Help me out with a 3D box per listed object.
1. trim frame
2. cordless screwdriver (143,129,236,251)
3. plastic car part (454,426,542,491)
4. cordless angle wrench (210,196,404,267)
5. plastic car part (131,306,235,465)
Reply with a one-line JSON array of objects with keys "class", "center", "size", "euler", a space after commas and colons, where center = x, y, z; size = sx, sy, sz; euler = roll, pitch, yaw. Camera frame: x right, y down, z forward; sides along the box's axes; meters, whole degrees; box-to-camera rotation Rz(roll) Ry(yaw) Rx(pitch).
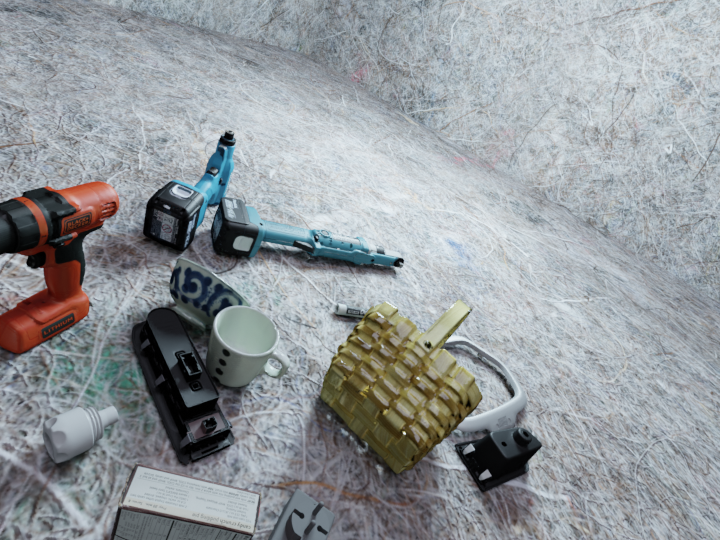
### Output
[{"class": "trim frame", "center": [0.180, 0.187, 0.716], "size": [0.237, 0.027, 0.194], "euler": [-2, 39, -41]}, {"class": "cordless screwdriver", "center": [-0.294, -0.155, 0.772], "size": [0.073, 0.158, 0.253], "euler": [24, 32, -8]}, {"class": "plastic car part", "center": [0.206, 0.251, 0.594], "size": [0.111, 0.070, 0.069], "euler": [1, 41, -32]}, {"class": "cordless angle wrench", "center": [-0.084, -0.055, 0.859], "size": [0.404, 0.074, 0.103], "euler": [10, 34, -29]}, {"class": "plastic car part", "center": [-0.219, 0.118, 0.505], "size": [0.064, 0.066, 0.214], "euler": [-14, 45, -39]}]
